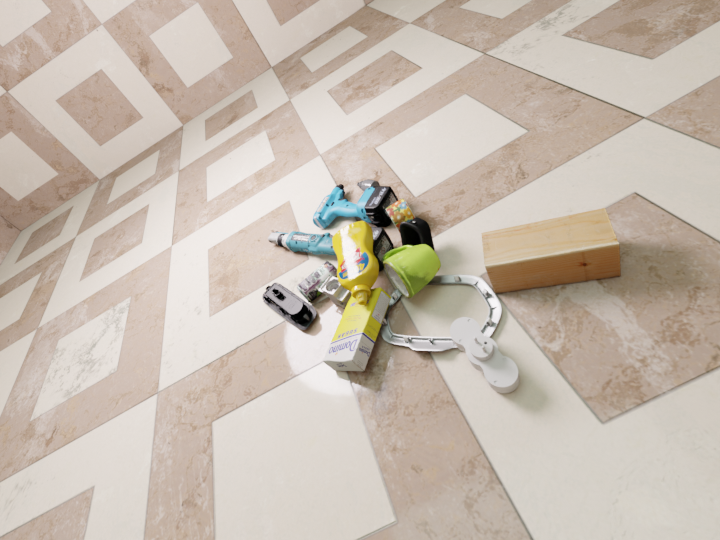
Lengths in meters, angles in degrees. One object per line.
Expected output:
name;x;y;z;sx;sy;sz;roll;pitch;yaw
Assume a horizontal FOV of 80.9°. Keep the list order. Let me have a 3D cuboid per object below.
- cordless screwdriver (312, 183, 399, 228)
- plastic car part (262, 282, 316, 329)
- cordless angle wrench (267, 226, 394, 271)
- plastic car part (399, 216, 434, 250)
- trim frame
cordless screwdriver;-0.010;-0.192;1.184;0.261;0.070;0.160;2;53;40
plastic car part;-0.184;0.077;1.057;0.066;0.064;0.215;-42;43;-19
cordless angle wrench;-0.112;-0.073;1.144;0.445;0.070;0.098;8;57;41
plastic car part;0.134;-0.069;0.949;0.069;0.113;0.069;8;31;39
trim frame;0.150;0.082;0.848;0.259;0.026;0.186;-3;51;30
